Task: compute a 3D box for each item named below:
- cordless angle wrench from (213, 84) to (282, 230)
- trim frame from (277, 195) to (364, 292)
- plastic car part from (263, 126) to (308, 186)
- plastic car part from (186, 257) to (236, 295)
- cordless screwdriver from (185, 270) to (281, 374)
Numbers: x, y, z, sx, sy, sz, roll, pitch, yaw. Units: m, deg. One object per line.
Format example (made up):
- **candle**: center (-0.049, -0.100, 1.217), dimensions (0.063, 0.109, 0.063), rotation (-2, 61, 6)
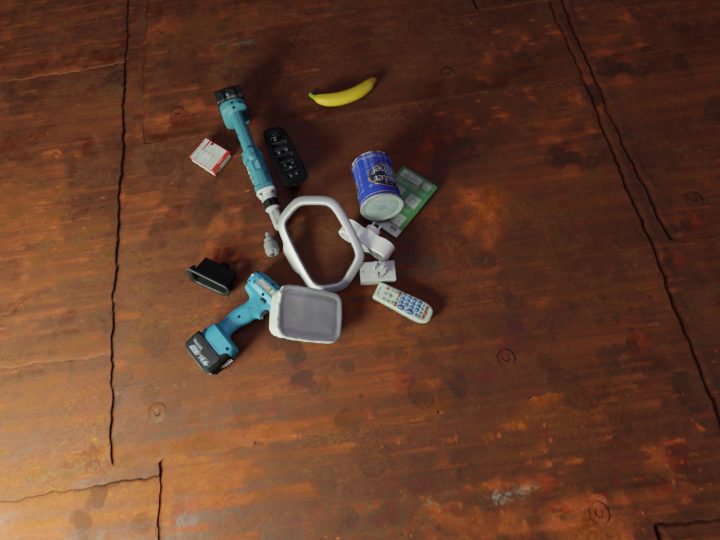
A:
- **cordless angle wrench**: center (-0.283, -0.294, 1.114), dimensions (0.074, 0.096, 0.434), rotation (-21, 74, -10)
- **trim frame**: center (-0.099, -0.065, 1.017), dimensions (0.186, 0.027, 0.250), rotation (-29, 85, 12)
- **plastic car part**: center (-0.198, -0.298, 1.118), dimensions (0.066, 0.064, 0.210), rotation (-26, 67, 0)
- **plastic car part**: center (-0.352, 0.009, 1.029), dimensions (0.118, 0.065, 0.071), rotation (21, 59, 6)
- **cordless screwdriver**: center (-0.263, 0.135, 0.968), dimensions (0.163, 0.073, 0.247), rotation (40, 74, 13)
